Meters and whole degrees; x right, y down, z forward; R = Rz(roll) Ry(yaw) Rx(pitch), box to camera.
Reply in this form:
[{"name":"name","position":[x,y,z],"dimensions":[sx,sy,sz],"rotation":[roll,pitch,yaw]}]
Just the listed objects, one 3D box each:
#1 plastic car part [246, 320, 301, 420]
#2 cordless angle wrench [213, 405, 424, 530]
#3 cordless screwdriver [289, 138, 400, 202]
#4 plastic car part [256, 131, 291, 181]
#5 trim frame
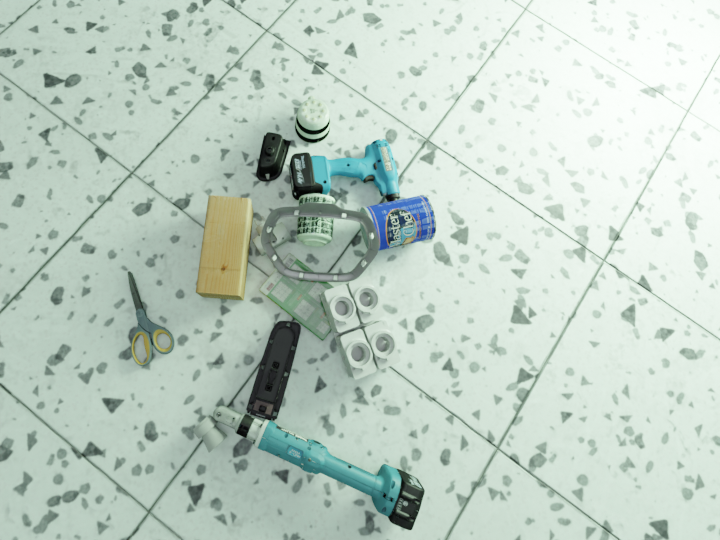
[{"name":"plastic car part","position":[-0.177,0.198,0.867],"dimensions":[0.067,0.066,0.205],"rotation":[14,73,4]},{"name":"cordless angle wrench","position":[-0.093,0.359,0.818],"dimensions":[0.428,0.096,0.074],"rotation":[22,80,5]},{"name":"cordless screwdriver","position":[-0.034,-0.207,0.967],"dimensions":[0.245,0.074,0.162],"rotation":[-12,78,-11]},{"name":"plastic car part","position":[-0.205,-0.269,0.972],"dimensions":[0.066,0.070,0.118],"rotation":[11,74,-3]},{"name":"trim frame","position":[-0.086,-0.056,0.880],"dimensions":[0.251,0.028,0.180],"rotation":[6,114,5]}]
